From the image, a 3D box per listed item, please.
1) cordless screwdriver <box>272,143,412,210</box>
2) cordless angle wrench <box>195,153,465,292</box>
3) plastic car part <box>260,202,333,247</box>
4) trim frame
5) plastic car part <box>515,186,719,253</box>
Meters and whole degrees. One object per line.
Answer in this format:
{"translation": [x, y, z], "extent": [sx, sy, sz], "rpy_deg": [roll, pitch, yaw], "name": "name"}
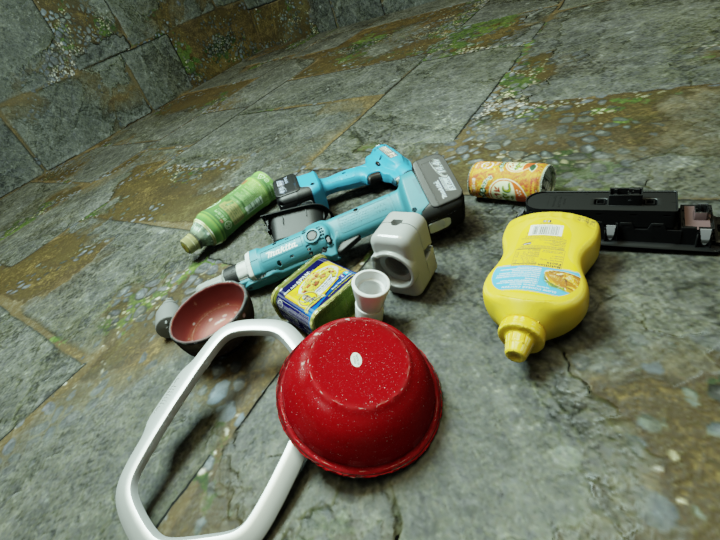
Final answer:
{"translation": [-0.026, -0.148, 0.757], "extent": [0.247, 0.071, 0.167], "rpy_deg": [-22, 35, -5], "name": "cordless screwdriver"}
{"translation": [-0.062, -0.040, 0.633], "extent": [0.427, 0.071, 0.102], "rpy_deg": [-22, 63, 9], "name": "cordless angle wrench"}
{"translation": [-0.101, -0.063, 0.705], "extent": [0.118, 0.063, 0.073], "rpy_deg": [-12, 54, 9], "name": "plastic car part"}
{"translation": [-0.136, 0.156, 0.429], "extent": [0.192, 0.026, 0.250], "rpy_deg": [12, 57, 23], "name": "trim frame"}
{"translation": [0.283, -0.062, 0.489], "extent": [0.213, 0.064, 0.066], "rpy_deg": [4, 49, 36], "name": "plastic car part"}
